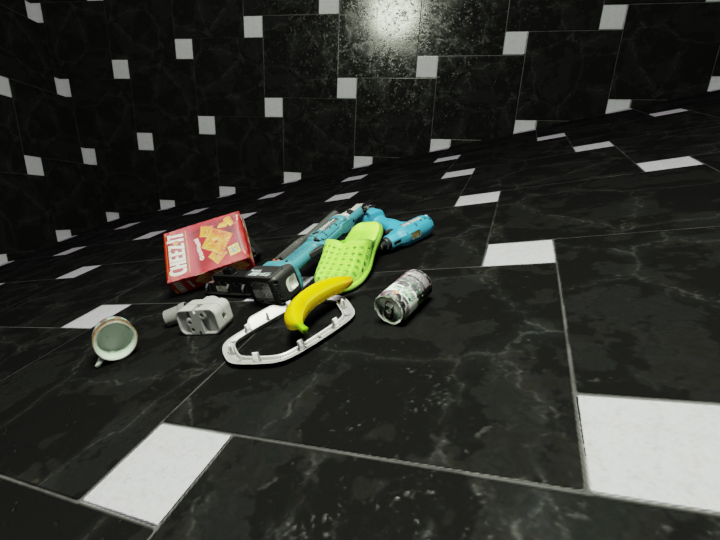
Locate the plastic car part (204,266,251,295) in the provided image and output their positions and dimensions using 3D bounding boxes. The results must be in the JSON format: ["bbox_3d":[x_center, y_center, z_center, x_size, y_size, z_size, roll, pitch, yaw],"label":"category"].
[{"bbox_3d":[-0.286,0.024,0.985,0.213,0.066,0.064,5,18,37],"label":"plastic car part"}]

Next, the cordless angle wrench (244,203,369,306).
[{"bbox_3d":[-0.097,-0.063,0.991,0.102,0.072,0.417,0,31,35],"label":"cordless angle wrench"}]

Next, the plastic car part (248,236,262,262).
[{"bbox_3d":[-0.318,-0.063,1.191,0.067,0.066,0.123,9,32,-50],"label":"plastic car part"}]

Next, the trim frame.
[{"bbox_3d":[-0.123,0.093,0.733,0.242,0.027,0.194,-31,25,-36],"label":"trim frame"}]

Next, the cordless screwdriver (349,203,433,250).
[{"bbox_3d":[0.048,-0.109,1.103,0.155,0.072,0.262,-27,27,-28],"label":"cordless screwdriver"}]
